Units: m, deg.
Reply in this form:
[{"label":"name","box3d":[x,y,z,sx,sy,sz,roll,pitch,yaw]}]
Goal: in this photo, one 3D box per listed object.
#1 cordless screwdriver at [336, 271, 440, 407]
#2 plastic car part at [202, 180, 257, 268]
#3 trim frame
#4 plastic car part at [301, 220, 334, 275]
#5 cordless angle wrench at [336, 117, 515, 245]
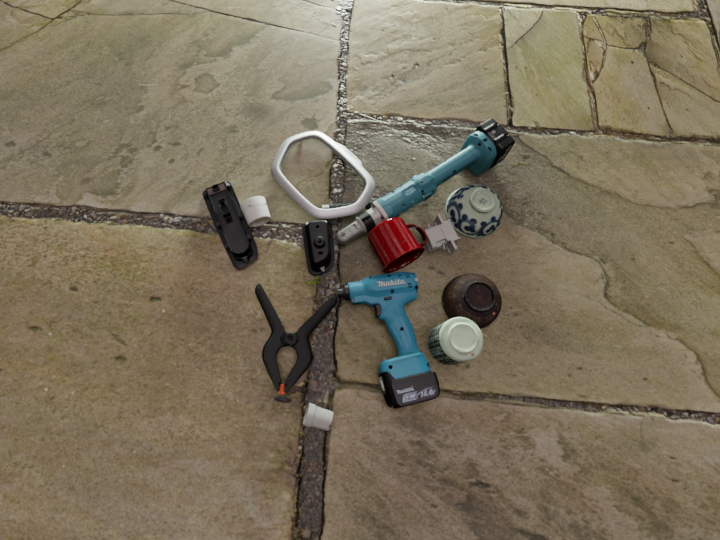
[{"label":"cordless screwdriver","box3d":[0.049,0.128,0.799,0.158,0.073,0.256,-8,68,-4]},{"label":"plastic car part","box3d":[-0.270,-0.103,0.881,0.065,0.067,0.208,-21,76,-17]},{"label":"trim frame","box3d":[-0.083,-0.211,0.924,0.182,0.027,0.258,-40,69,-16]},{"label":"plastic car part","box3d":[-0.084,-0.055,0.860,0.066,0.069,0.119,-6,69,-4]},{"label":"cordless angle wrench","box3d":[0.129,-0.175,0.895,0.420,0.096,0.077,-33,75,-8]}]
